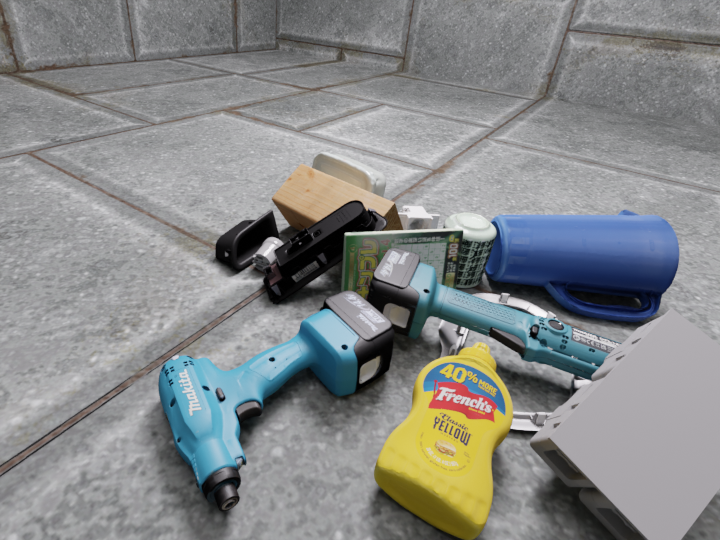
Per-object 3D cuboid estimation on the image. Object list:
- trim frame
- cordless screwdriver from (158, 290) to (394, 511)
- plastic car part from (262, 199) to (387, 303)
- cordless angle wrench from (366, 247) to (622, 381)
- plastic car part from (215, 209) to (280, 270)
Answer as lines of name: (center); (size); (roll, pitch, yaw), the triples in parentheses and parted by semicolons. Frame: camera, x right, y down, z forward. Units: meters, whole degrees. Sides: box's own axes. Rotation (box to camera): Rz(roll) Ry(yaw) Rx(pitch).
trim frame: (0.195, 0.101, 0.542); (0.192, 0.027, 0.245); (18, 37, 21)
cordless screwdriver: (-0.071, 0.120, 0.444); (0.242, 0.072, 0.168); (-20, 41, -26)
plastic car part: (-0.060, -0.039, 0.613); (0.203, 0.064, 0.069); (-30, 35, -1)
cordless angle wrench: (0.217, 0.084, 0.496); (0.437, 0.072, 0.097); (19, 37, 17)
plastic car part: (-0.198, -0.051, 0.704); (0.074, 0.064, 0.114); (8, 33, 32)
